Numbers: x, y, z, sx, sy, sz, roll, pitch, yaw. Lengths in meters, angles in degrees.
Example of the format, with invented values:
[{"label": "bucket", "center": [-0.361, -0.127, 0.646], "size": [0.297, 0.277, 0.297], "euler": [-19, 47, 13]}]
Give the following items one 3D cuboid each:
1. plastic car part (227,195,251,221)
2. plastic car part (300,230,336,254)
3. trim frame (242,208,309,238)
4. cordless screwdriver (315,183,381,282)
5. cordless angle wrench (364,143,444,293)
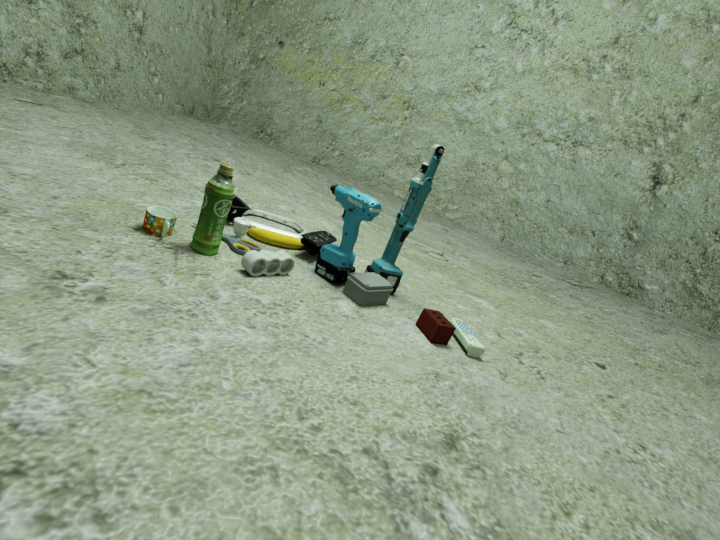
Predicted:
[{"label": "plastic car part", "center": [-0.396, -0.187, 1.299], "size": [0.063, 0.070, 0.123], "euler": [4, 25, -43]}, {"label": "plastic car part", "center": [-0.126, -0.082, 1.289], "size": [0.068, 0.066, 0.199], "euler": [25, 19, 10]}, {"label": "trim frame", "center": [-0.286, -0.151, 1.376], "size": [0.245, 0.027, 0.188], "euler": [17, 19, -9]}, {"label": "cordless screwdriver", "center": [-0.054, -0.101, 1.134], "size": [0.168, 0.247, 0.071], "euler": [34, 21, 33]}, {"label": "cordless angle wrench", "center": [0.127, -0.140, 1.156], "size": [0.071, 0.420, 0.103], "euler": [13, 20, -26]}]
